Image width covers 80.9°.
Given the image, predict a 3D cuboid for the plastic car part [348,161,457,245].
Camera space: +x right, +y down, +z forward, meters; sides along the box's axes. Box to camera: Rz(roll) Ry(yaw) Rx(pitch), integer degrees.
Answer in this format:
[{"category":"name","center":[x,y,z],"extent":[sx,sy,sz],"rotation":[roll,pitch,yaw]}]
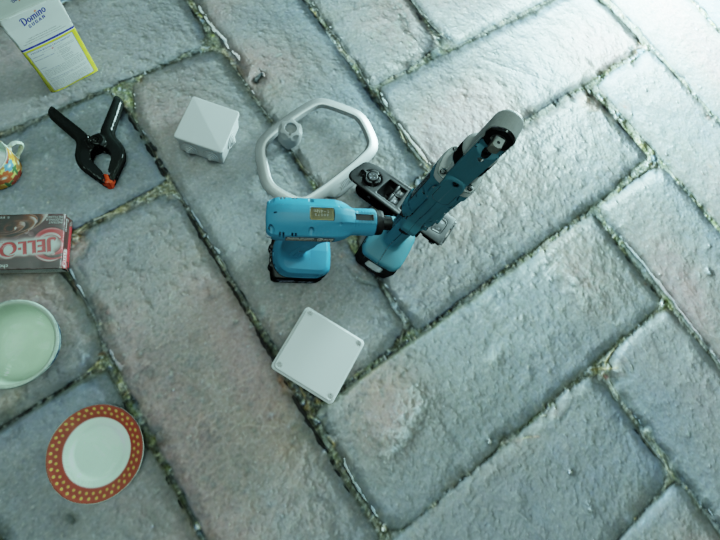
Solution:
[{"category":"plastic car part","center":[0.067,-0.119,0.757],"extent":[0.205,0.067,0.066],"rotation":[38,72,4]}]

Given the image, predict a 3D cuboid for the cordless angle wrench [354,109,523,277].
[{"category":"cordless angle wrench","center":[0.084,-0.083,0.562],"extent":[0.074,0.423,0.098],"rotation":[33,72,-4]}]

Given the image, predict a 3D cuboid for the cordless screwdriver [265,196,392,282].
[{"category":"cordless screwdriver","center":[-0.061,-0.040,0.620],"extent":[0.157,0.249,0.075],"rotation":[2,76,-11]}]

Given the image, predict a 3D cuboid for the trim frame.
[{"category":"trim frame","center":[-0.081,-0.221,0.787],"extent":[0.246,0.027,0.186],"rotation":[-42,83,-17]}]
